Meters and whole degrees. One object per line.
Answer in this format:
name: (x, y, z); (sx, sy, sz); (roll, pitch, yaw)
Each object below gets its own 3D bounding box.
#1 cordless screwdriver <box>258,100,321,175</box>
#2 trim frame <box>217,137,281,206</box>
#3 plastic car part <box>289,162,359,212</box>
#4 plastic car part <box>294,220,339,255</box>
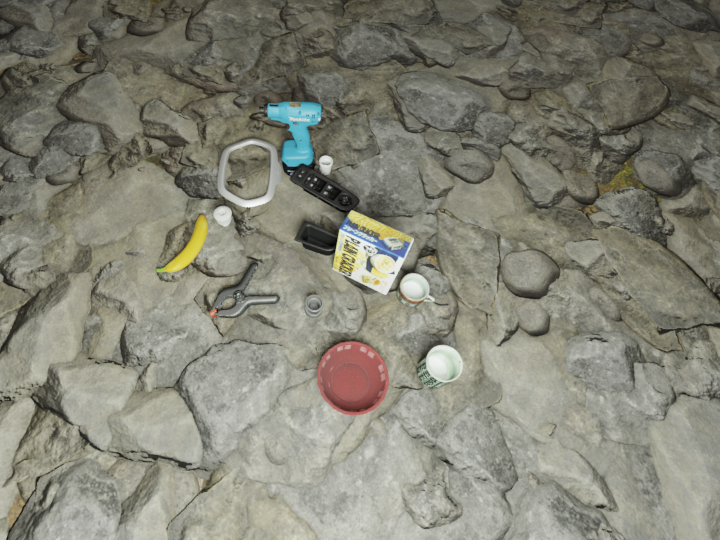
cordless screwdriver: (-0.194, -0.366, 1.171); (0.158, 0.244, 0.076); (3, 64, -5)
trim frame: (-0.325, -0.291, 1.246); (0.183, 0.027, 0.255); (0, 62, -3)
plastic car part: (-0.101, -0.221, 1.199); (0.208, 0.065, 0.066); (30, 64, 12)
plastic car part: (-0.109, -0.071, 1.118); (0.118, 0.069, 0.066); (23, 63, 7)
